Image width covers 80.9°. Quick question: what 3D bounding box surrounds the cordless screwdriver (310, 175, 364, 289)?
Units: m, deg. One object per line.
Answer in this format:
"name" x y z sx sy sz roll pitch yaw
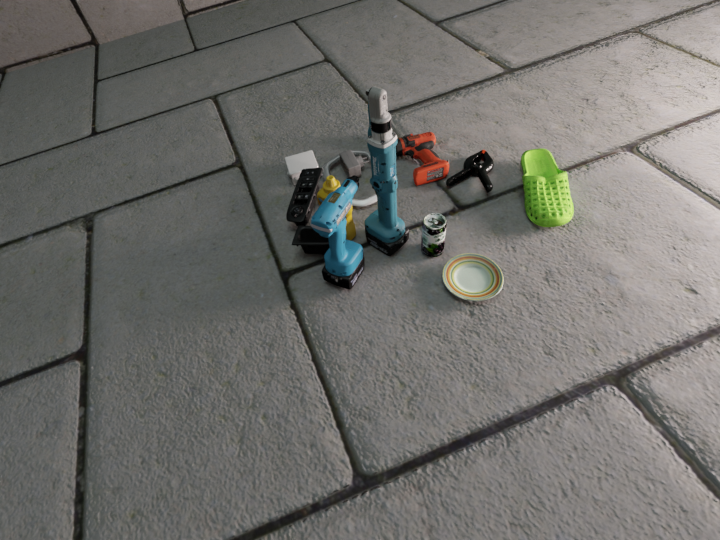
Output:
"cordless screwdriver" -0.037 -0.082 0.949 0.077 0.239 0.159 19 56 20

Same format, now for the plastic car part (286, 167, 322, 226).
"plastic car part" -0.155 -0.199 1.180 0.068 0.064 0.206 5 53 13

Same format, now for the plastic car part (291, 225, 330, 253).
"plastic car part" -0.104 -0.068 1.062 0.119 0.068 0.067 5 52 14

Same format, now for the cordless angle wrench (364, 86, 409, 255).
"cordless angle wrench" 0.050 -0.200 0.919 0.103 0.406 0.073 35 63 29

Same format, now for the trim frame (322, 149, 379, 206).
"trim frame" -0.015 -0.273 1.237 0.184 0.026 0.259 -15 50 -1
